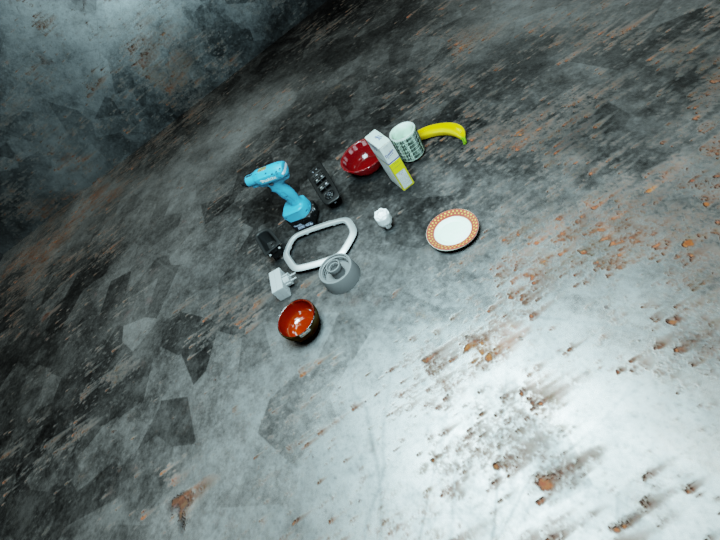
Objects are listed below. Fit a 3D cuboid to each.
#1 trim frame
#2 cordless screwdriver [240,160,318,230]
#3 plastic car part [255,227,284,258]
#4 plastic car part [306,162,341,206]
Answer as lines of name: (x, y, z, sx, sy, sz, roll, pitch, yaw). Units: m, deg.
trim frame: (-0.124, -0.081, 1.270, 0.255, 0.026, 0.190, -18, 48, 21)
cordless screwdriver: (-0.247, -0.226, 1.316, 0.164, 0.235, 0.076, -12, 49, 25)
plastic car part: (-0.282, -0.080, 1.345, 0.066, 0.067, 0.123, -40, 44, -2)
plastic car part: (-0.114, -0.271, 1.388, 0.066, 0.063, 0.213, -34, 44, 5)
